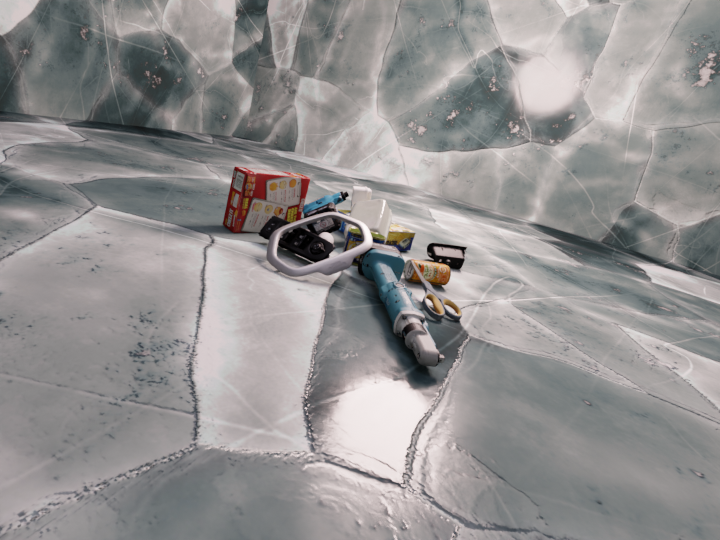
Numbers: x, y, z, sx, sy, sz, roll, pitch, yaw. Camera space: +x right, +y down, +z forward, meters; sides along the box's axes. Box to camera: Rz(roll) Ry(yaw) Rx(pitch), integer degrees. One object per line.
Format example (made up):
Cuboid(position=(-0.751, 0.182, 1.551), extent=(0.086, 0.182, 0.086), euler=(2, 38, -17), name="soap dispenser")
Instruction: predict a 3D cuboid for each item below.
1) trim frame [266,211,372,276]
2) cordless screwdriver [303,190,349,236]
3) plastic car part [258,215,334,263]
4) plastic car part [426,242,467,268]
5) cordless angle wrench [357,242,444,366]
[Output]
Cuboid(position=(-0.093, -0.061, 0.954), extent=(0.243, 0.027, 0.194), euler=(-21, 47, -21), name="trim frame")
Cuboid(position=(-0.098, -0.183, 1.283), extent=(0.160, 0.072, 0.255), euler=(-25, 21, 2), name="cordless screwdriver")
Cuboid(position=(-0.151, -0.064, 1.021), extent=(0.214, 0.064, 0.066), euler=(23, 59, 32), name="plastic car part")
Cuboid(position=(0.256, -0.036, 1.242), extent=(0.115, 0.065, 0.073), euler=(8, 33, -9), name="plastic car part")
Cuboid(position=(0.071, 0.052, 0.832), extent=(0.096, 0.073, 0.436), euler=(10, 21, -12), name="cordless angle wrench")
